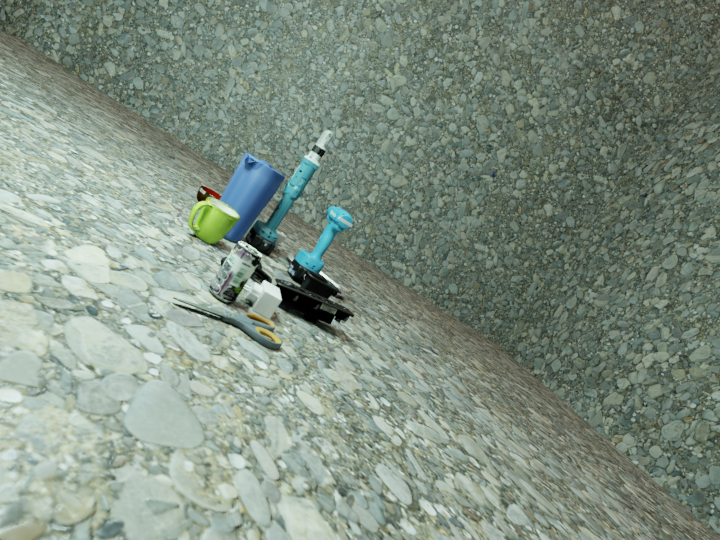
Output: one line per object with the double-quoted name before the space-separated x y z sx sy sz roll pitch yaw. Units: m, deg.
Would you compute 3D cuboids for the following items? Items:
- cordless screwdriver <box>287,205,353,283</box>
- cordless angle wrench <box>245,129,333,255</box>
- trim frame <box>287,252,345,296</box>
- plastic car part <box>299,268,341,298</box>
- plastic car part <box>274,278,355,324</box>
"cordless screwdriver" -0.123 -0.081 1.263 0.071 0.249 0.166 31 7 -27
"cordless angle wrench" -0.208 -0.245 1.297 0.071 0.423 0.103 30 7 -30
"trim frame" -0.149 0.015 1.415 0.256 0.027 0.179 35 7 15
"plastic car part" -0.119 0.049 1.117 0.110 0.071 0.070 28 9 -42
"plastic car part" -0.116 0.075 0.956 0.194 0.067 0.069 30 7 -24
